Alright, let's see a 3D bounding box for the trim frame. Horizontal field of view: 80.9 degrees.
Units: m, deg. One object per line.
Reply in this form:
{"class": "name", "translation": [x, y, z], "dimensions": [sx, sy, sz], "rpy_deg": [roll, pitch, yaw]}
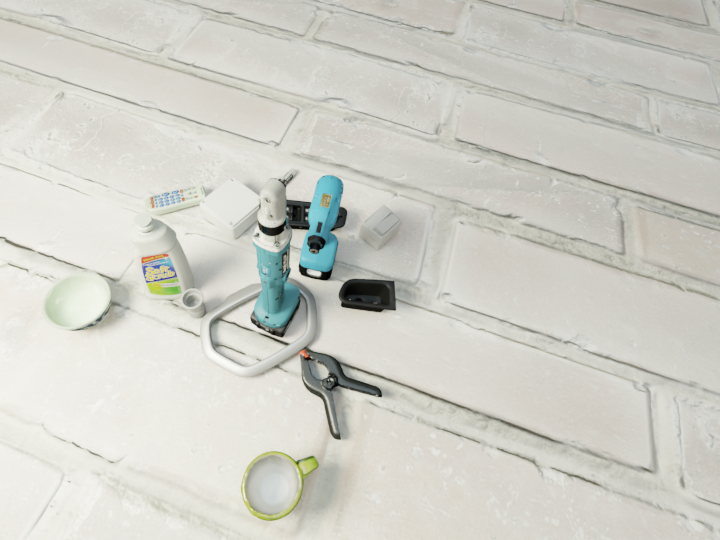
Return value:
{"class": "trim frame", "translation": [-0.202, 0.106, 0.860], "dimensions": [0.244, 0.027, 0.191], "rpy_deg": [-30, 66, -20]}

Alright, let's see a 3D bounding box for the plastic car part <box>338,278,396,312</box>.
{"class": "plastic car part", "translation": [0.009, 0.059, 0.881], "dimensions": [0.116, 0.069, 0.068], "rpy_deg": [4, 60, -4]}

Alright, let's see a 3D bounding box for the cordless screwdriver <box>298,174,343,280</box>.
{"class": "cordless screwdriver", "translation": [-0.082, -0.054, 0.839], "dimensions": [0.074, 0.244, 0.162], "rpy_deg": [12, 60, -3]}

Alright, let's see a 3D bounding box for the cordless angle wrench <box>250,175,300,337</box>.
{"class": "cordless angle wrench", "translation": [-0.143, -0.005, 0.705], "dimensions": [0.075, 0.415, 0.098], "rpy_deg": [25, 60, 4]}

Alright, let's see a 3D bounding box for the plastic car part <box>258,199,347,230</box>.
{"class": "plastic car part", "translation": [-0.132, -0.120, 0.977], "dimensions": [0.202, 0.065, 0.068], "rpy_deg": [2, 60, -4]}
